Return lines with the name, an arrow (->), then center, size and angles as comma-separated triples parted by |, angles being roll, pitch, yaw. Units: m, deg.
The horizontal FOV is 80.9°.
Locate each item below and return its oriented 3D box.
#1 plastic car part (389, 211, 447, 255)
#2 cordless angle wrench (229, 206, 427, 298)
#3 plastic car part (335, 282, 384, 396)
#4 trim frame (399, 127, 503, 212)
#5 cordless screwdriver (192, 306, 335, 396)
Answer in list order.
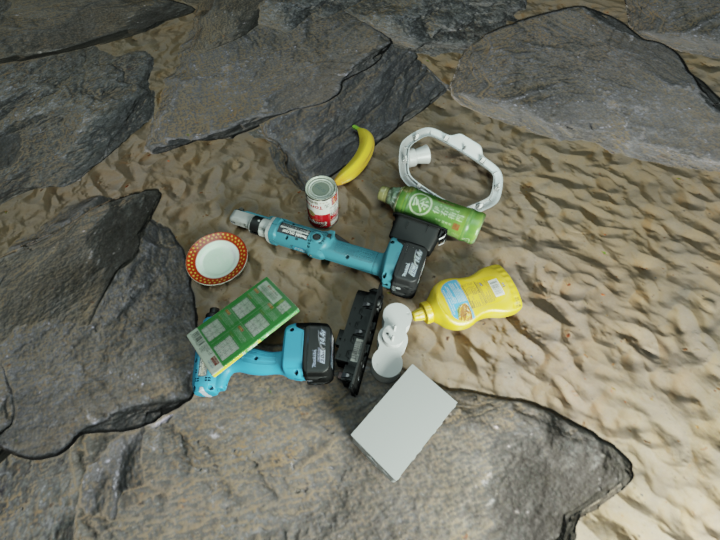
plastic car part -> 0.110, -0.067, 0.865 | 0.121, 0.063, 0.071 | 20, 76, 18
cordless angle wrench -> -0.084, -0.055, 0.864 | 0.436, 0.072, 0.098 | 17, 61, 16
plastic car part -> -0.003, 0.114, 0.757 | 0.070, 0.063, 0.204 | 9, 59, 24
trim frame -> 0.199, -0.224, 0.939 | 0.253, 0.027, 0.184 | 34, 72, 9
cordless screwdriver -> -0.171, 0.132, 0.753 | 0.251, 0.071, 0.164 | -6, 58, 4
